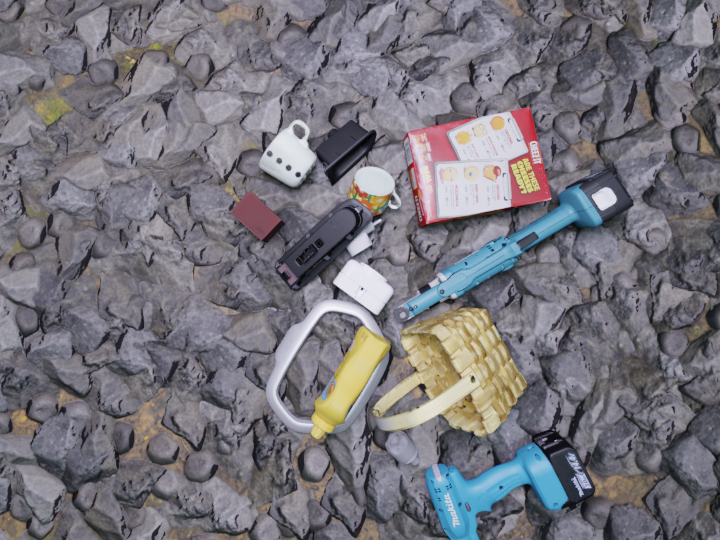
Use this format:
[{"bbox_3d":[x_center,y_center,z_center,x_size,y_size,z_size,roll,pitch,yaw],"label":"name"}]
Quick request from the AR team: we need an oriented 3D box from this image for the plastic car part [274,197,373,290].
[{"bbox_3d":[-0.070,-0.046,0.721,0.204,0.065,0.068,-40,80,14],"label":"plastic car part"}]

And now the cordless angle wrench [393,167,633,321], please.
[{"bbox_3d":[0.241,-0.028,0.727,0.424,0.097,0.075,-31,90,4],"label":"cordless angle wrench"}]

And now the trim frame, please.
[{"bbox_3d":[-0.060,0.171,0.750,0.185,0.027,0.248,31,89,3],"label":"trim frame"}]

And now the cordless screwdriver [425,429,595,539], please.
[{"bbox_3d":[0.250,0.378,0.703,0.250,0.073,0.160,-21,87,4],"label":"cordless screwdriver"}]

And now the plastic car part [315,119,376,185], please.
[{"bbox_3d":[-0.035,-0.223,0.762,0.073,0.064,0.116,43,85,15],"label":"plastic car part"}]
